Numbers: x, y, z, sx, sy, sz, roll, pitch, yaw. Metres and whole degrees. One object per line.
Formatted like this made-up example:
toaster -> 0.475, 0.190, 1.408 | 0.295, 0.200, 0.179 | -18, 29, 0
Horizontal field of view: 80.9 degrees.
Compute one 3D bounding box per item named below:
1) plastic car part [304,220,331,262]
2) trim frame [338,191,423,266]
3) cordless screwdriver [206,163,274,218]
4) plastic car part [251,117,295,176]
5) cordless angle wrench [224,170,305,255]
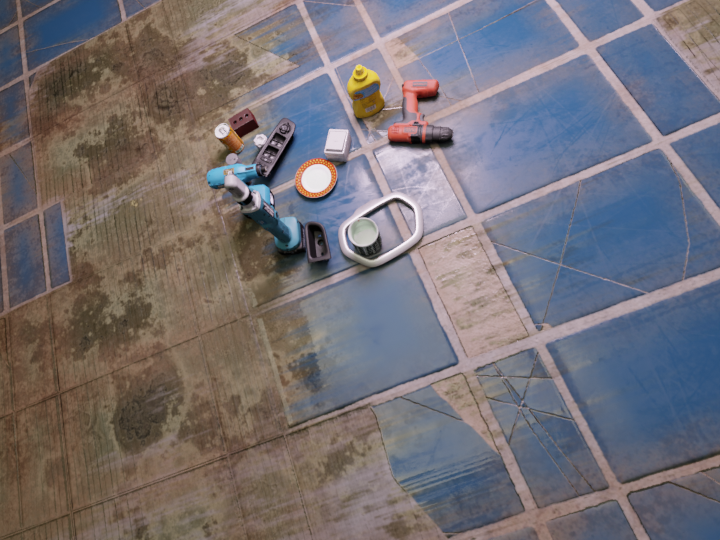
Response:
plastic car part -> -0.116, -0.076, 1.183 | 0.067, 0.068, 0.119 | -13, 72, 9
trim frame -> 0.057, -0.116, 1.172 | 0.249, 0.026, 0.191 | -33, 69, 4
cordless screwdriver -> -0.301, -0.227, 1.185 | 0.162, 0.240, 0.076 | -8, 75, 10
plastic car part -> -0.260, -0.376, 1.310 | 0.069, 0.064, 0.203 | 24, 82, 17
cordless angle wrench -> -0.232, -0.134, 1.049 | 0.075, 0.408, 0.100 | -8, 75, 8
